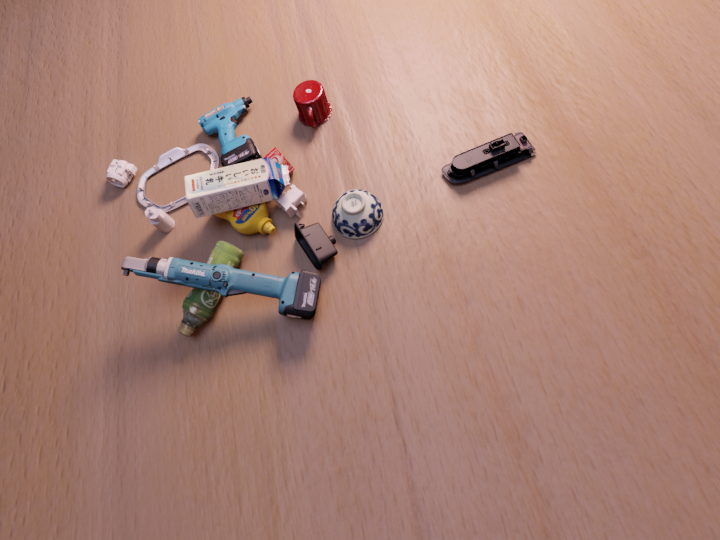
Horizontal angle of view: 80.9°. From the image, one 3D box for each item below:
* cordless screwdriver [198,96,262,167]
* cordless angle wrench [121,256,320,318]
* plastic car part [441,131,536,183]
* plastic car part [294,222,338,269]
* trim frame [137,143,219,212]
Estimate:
[{"bbox_3d":[-0.324,-0.360,1.123,0.159,0.071,0.260,-31,61,-1],"label":"cordless screwdriver"},{"bbox_3d":[-0.298,0.019,0.896,0.425,0.073,0.099,10,73,2],"label":"cordless angle wrench"},{"bbox_3d":[0.283,-0.253,0.937,0.204,0.065,0.068,-23,73,6],"label":"plastic car part"},{"bbox_3d":[-0.093,-0.061,0.951,0.070,0.064,0.121,-31,67,-17],"label":"plastic car part"},{"bbox_3d":[-0.496,-0.254,1.144,0.249,0.026,0.192,-28,63,3],"label":"trim frame"}]
